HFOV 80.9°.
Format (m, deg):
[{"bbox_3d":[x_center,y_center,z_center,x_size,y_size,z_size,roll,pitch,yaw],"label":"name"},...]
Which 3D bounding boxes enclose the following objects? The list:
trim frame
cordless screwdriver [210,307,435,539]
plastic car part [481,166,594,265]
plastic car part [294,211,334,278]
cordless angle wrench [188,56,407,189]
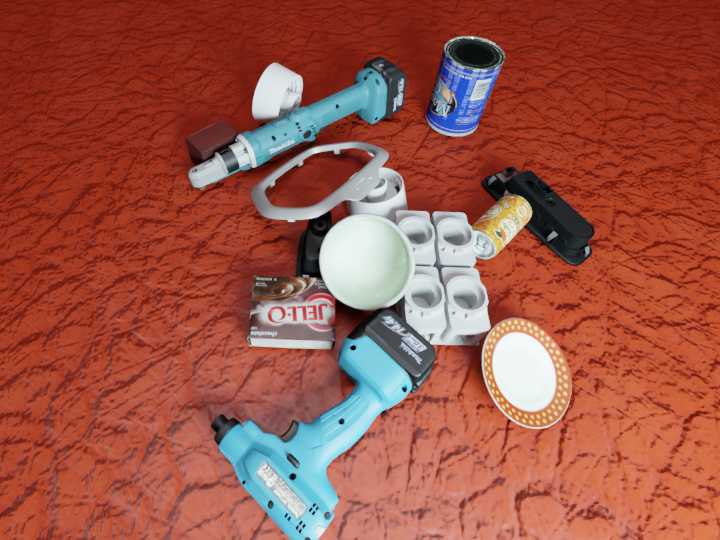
[{"bbox_3d":[-0.063,-0.147,0.670,0.194,0.026,0.245,16,46,33],"label":"trim frame"},{"bbox_3d":[-0.038,0.148,0.485,0.165,0.072,0.247,35,66,19],"label":"cordless screwdriver"},{"bbox_3d":[0.290,-0.100,0.668,0.064,0.066,0.212,-19,61,-24],"label":"plastic car part"},{"bbox_3d":[-0.060,-0.039,0.609,0.066,0.069,0.120,2,59,-5],"label":"plastic car part"},{"bbox_3d":[-0.106,-0.252,0.742,0.417,0.095,0.078,-32,62,-17],"label":"cordless angle wrench"}]
